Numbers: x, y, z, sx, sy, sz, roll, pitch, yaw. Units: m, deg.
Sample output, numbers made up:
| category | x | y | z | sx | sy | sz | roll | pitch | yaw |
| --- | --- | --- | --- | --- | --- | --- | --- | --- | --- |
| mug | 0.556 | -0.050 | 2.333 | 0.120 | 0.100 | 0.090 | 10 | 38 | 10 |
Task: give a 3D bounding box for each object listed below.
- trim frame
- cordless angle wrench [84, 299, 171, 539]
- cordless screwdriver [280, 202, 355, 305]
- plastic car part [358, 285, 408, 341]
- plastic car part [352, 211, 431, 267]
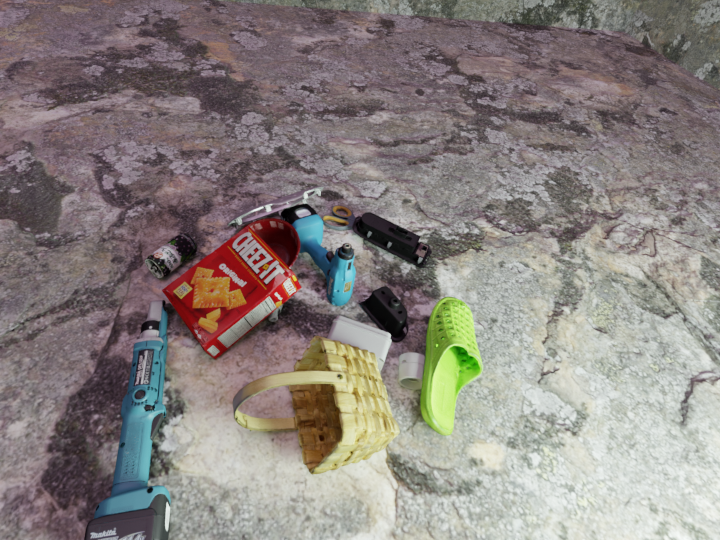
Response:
| category | x | y | z | sx | sy | sz | roll | pitch | yaw |
| --- | --- | --- | --- | --- | --- | --- | --- | --- | --- |
| trim frame | -0.197 | -0.146 | 0.992 | 0.242 | 0.189 | 0.027 | -24 | 94 | -29 |
| cordless angle wrench | -0.350 | 0.215 | 0.684 | 0.096 | 0.072 | 0.442 | -5 | 45 | -14 |
| cordless screwdriver | -0.089 | -0.058 | 0.915 | 0.072 | 0.155 | 0.262 | -18 | 50 | -26 |
| plastic car part | 0.059 | 0.078 | 0.862 | 0.064 | 0.069 | 0.123 | -22 | 51 | -26 |
| plastic car part | 0.073 | -0.082 | 1.013 | 0.209 | 0.065 | 0.066 | 25 | 62 | 14 |
